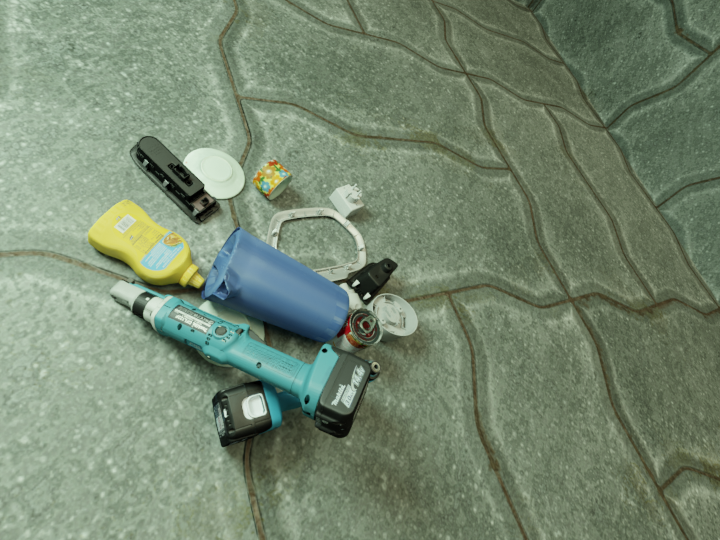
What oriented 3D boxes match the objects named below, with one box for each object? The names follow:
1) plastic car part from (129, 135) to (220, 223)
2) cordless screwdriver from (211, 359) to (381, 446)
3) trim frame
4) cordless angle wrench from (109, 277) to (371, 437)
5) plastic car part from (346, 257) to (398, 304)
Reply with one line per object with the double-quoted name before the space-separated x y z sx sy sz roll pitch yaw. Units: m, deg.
"plastic car part" -0.360 -0.184 0.809 0.204 0.067 0.066 42 63 3
"cordless screwdriver" -0.095 0.192 0.655 0.239 0.161 0.076 -7 68 -33
"trim frame" -0.089 -0.058 0.912 0.238 0.028 0.190 -9 67 -37
"cordless angle wrench" -0.197 0.102 0.615 0.436 0.072 0.098 20 47 15
"plastic car part" 0.038 0.008 0.915 0.066 0.072 0.114 49 51 1
